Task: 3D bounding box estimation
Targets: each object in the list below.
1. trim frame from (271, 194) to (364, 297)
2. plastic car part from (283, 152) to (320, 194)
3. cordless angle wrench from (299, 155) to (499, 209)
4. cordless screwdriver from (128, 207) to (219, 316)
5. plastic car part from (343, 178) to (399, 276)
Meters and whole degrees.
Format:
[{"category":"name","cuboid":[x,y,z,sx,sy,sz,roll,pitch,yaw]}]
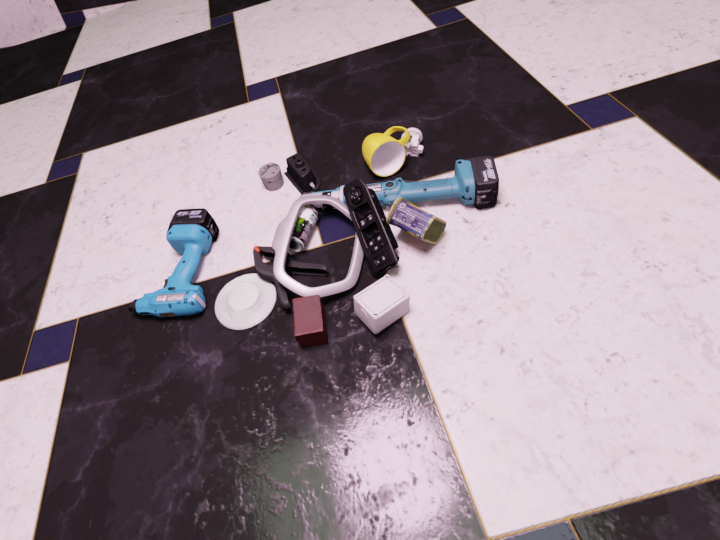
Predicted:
[{"category":"trim frame","cuboid":[-0.083,-0.054,0.851,0.183,0.027,0.253,12,59,-3]},{"category":"plastic car part","cuboid":[-0.144,-0.243,1.024,0.065,0.068,0.123,-29,50,-9]},{"category":"cordless angle wrench","cuboid":[0.068,-0.169,0.919,0.432,0.071,0.100,-4,53,13]},{"category":"cordless screwdriver","cuboid":[-0.400,-0.016,0.916,0.162,0.071,0.256,-7,56,9]},{"category":"plastic car part","cuboid":[0.028,-0.095,0.847,0.064,0.067,0.208,-9,69,-42]}]
